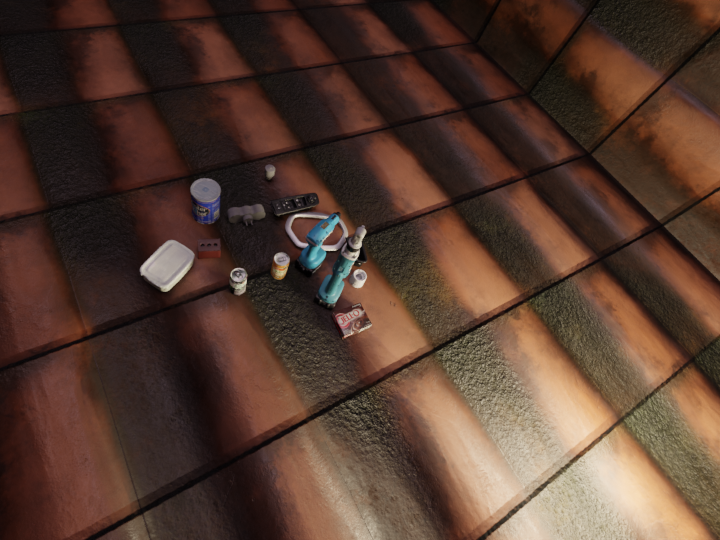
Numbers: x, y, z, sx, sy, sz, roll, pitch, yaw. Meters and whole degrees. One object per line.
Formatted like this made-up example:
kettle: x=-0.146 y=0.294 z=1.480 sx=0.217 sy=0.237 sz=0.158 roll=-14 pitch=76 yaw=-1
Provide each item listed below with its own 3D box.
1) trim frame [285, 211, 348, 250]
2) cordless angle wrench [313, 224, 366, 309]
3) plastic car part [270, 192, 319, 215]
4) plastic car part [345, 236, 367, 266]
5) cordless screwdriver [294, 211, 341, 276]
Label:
trim frame: x=-0.167 y=-0.155 z=1.624 sx=0.243 sy=0.027 sz=0.190 roll=2 pitch=58 yaw=-13
cordless angle wrench: x=-0.059 y=-0.007 z=1.321 sx=0.074 sy=0.420 sz=0.098 roll=28 pitch=56 yaw=-2
plastic car part: x=-0.252 y=-0.251 z=1.640 sx=0.197 sy=0.066 sz=0.069 roll=-20 pitch=67 yaw=-25
plastic car part: x=-0.020 y=-0.062 z=1.576 sx=0.064 sy=0.070 sz=0.121 roll=-5 pitch=60 yaw=-19
cordless screwdriver: x=-0.143 y=-0.093 z=1.459 sx=0.075 sy=0.247 sz=0.158 roll=38 pitch=56 yaw=5
